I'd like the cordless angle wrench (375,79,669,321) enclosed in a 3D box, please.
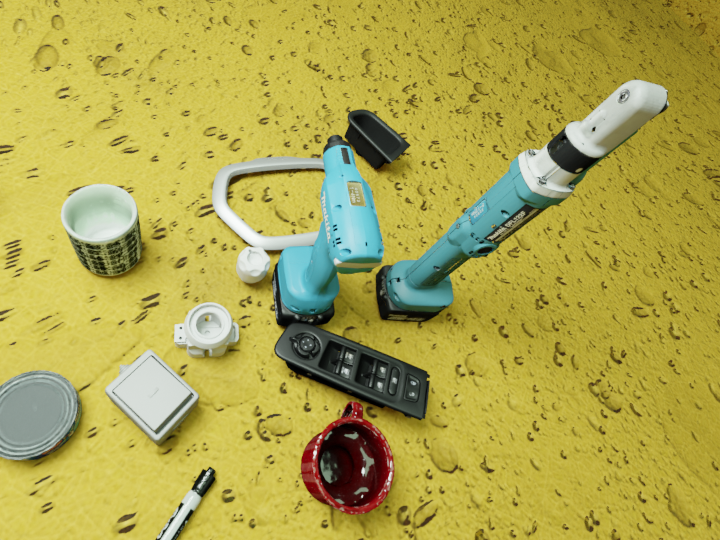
[{"bbox_3d":[0.138,-0.045,0.487,0.095,0.423,0.076,7,62,-20],"label":"cordless angle wrench"}]

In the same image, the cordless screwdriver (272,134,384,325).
[{"bbox_3d":[-0.051,-0.033,0.521,0.072,0.249,0.164,1,63,-23],"label":"cordless screwdriver"}]

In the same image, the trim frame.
[{"bbox_3d":[-0.114,-0.117,0.681,0.241,0.027,0.190,-13,66,-25],"label":"trim frame"}]

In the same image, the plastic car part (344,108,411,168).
[{"bbox_3d":[0.019,-0.231,0.767,0.118,0.071,0.065,43,56,7],"label":"plastic car part"}]

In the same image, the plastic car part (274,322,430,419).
[{"bbox_3d":[-0.015,0.128,0.548,0.201,0.067,0.067,25,57,-4],"label":"plastic car part"}]
